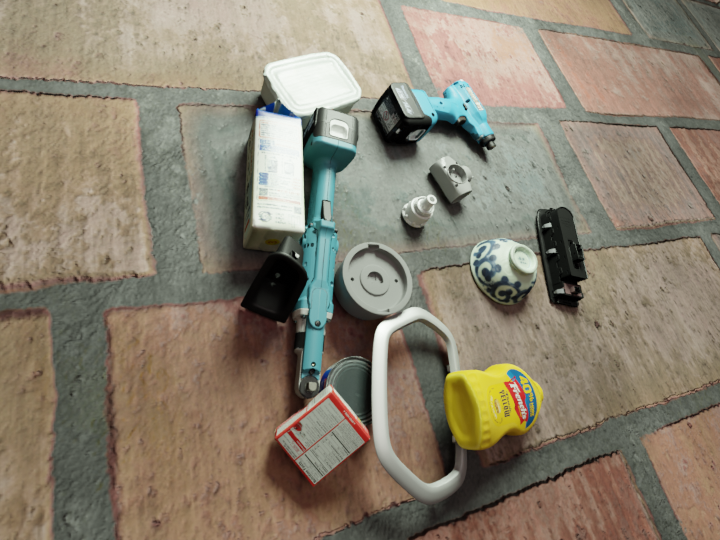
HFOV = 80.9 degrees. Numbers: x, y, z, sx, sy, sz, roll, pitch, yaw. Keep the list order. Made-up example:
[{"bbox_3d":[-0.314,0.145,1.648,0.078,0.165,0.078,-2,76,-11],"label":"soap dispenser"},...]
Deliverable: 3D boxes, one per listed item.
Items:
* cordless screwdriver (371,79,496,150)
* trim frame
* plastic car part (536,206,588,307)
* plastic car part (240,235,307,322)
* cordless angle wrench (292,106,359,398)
[{"bbox_3d":[0.154,-0.291,0.820,0.240,0.075,0.163,-18,74,-32],"label":"cordless screwdriver"},{"bbox_3d":[0.084,0.170,0.569,0.175,0.028,0.255,17,58,-30],"label":"trim frame"},{"bbox_3d":[0.378,-0.039,0.793,0.065,0.067,0.208,7,61,-13],"label":"plastic car part"},{"bbox_3d":[-0.104,0.003,0.559,0.064,0.116,0.073,24,36,-14],"label":"plastic car part"},{"bbox_3d":[-0.060,-0.039,0.609,0.072,0.099,0.431,11,66,-20],"label":"cordless angle wrench"}]
